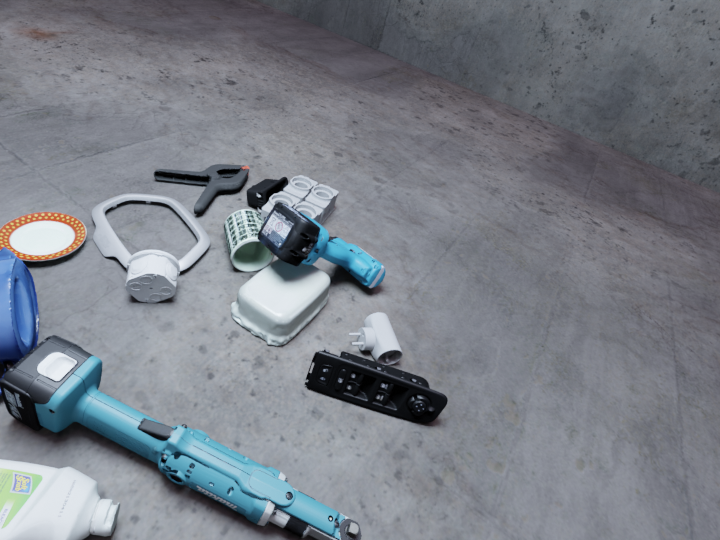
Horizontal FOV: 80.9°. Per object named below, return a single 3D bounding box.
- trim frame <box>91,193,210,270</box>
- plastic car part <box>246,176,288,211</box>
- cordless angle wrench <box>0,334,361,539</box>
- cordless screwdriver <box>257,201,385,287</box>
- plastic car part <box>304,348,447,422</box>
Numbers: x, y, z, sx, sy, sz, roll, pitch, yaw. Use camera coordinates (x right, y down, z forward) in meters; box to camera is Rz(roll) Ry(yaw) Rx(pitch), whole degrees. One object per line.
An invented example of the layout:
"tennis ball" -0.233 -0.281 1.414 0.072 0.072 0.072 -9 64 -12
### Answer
"trim frame" -0.396 -0.075 0.793 0.178 0.027 0.260 -23 55 -40
"plastic car part" -0.218 -0.176 0.958 0.073 0.064 0.117 11 34 13
"cordless angle wrench" -0.197 0.210 0.482 0.426 0.097 0.074 25 38 4
"cordless screwdriver" -0.076 -0.049 0.772 0.235 0.074 0.168 23 12 -47
"plastic car part" 0.024 0.169 0.630 0.205 0.066 0.067 19 12 4
